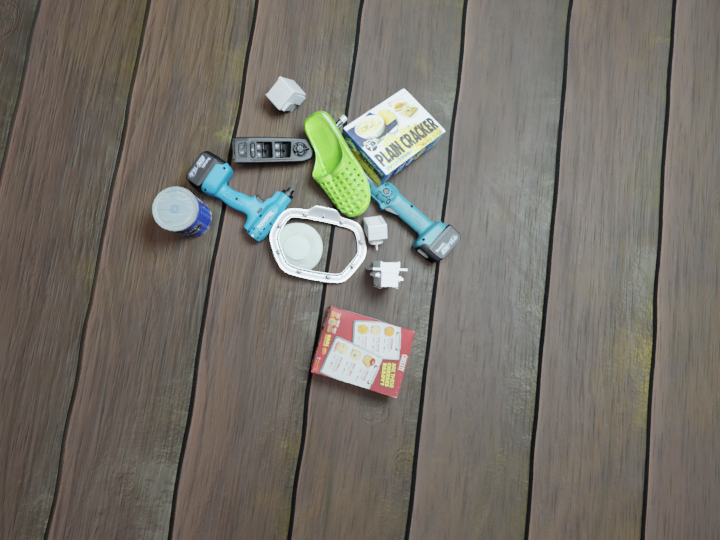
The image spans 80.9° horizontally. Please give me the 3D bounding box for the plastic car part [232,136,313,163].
[{"bbox_3d":[-0.219,-0.298,1.074,0.201,0.067,0.067,-4,79,-6],"label":"plastic car part"}]

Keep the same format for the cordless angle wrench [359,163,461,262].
[{"bbox_3d":[0.061,-0.192,1.072,0.427,0.074,0.098,42,84,5],"label":"cordless angle wrench"}]

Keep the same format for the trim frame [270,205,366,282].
[{"bbox_3d":[-0.104,-0.068,1.059,0.245,0.028,0.185,11,81,-8],"label":"trim frame"}]

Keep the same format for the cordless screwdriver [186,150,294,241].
[{"bbox_3d":[-0.300,-0.206,1.064,0.248,0.075,0.159,39,84,-2],"label":"cordless screwdriver"}]
